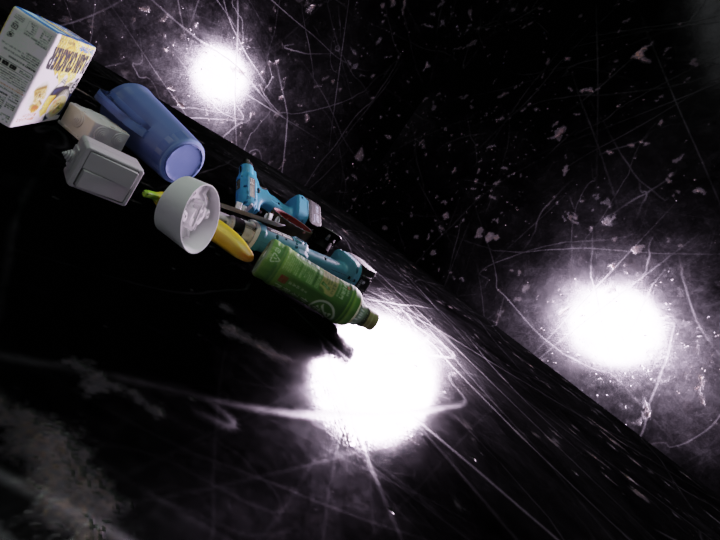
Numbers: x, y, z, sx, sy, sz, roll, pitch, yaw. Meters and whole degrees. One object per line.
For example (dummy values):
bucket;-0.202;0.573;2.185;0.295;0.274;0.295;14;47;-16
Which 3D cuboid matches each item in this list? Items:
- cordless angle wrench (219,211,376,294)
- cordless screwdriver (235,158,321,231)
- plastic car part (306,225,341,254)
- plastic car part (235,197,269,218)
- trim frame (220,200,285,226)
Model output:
cordless angle wrench;-0.139;-0.041;0.864;0.400;0.074;0.104;23;14;-41
cordless screwdriver;-0.219;-0.189;1.115;0.235;0.076;0.164;21;49;-41
plastic car part;-0.103;-0.067;1.052;0.065;0.067;0.206;41;-17;-9
plastic car part;-0.285;-0.180;1.139;0.116;0.066;0.071;37;24;-2
trim frame;-0.253;-0.129;0.867;0.176;0.027;0.260;17;5;-29
